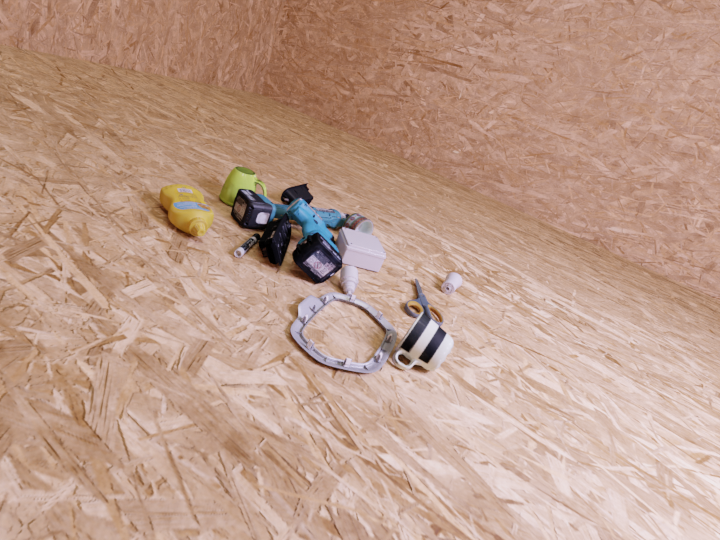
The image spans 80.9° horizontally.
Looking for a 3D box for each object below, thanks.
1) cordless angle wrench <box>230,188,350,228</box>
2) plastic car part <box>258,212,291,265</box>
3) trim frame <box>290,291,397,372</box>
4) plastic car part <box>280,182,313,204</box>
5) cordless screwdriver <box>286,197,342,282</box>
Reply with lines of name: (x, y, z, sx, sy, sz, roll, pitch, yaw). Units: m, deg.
cordless angle wrench: (-0.148, -0.151, 1.170, 0.402, 0.074, 0.104, 1, 30, -42)
plastic car part: (-0.196, -0.074, 0.977, 0.068, 0.064, 0.206, -16, 24, 11)
trim frame: (-0.027, 0.103, 0.774, 0.189, 0.027, 0.244, 25, 26, 13)
plastic car part: (-0.188, -0.219, 1.300, 0.072, 0.066, 0.114, 41, 30, 8)
cordless screwdriver: (-0.097, -0.064, 0.993, 0.152, 0.075, 0.259, 44, 13, -31)
